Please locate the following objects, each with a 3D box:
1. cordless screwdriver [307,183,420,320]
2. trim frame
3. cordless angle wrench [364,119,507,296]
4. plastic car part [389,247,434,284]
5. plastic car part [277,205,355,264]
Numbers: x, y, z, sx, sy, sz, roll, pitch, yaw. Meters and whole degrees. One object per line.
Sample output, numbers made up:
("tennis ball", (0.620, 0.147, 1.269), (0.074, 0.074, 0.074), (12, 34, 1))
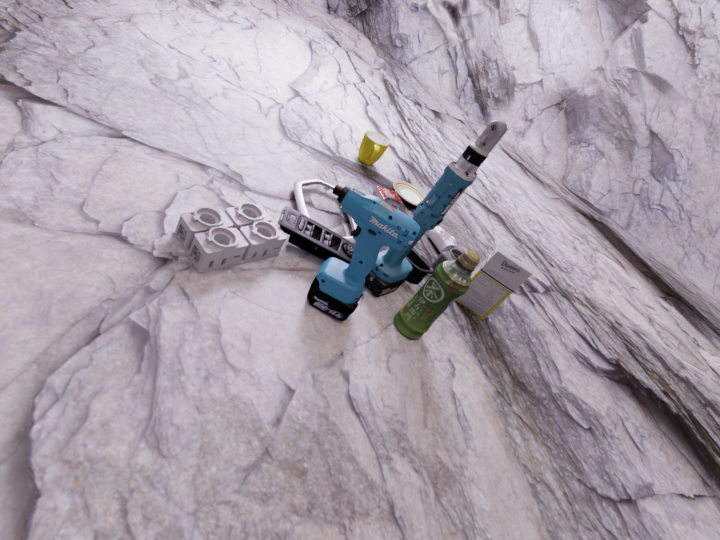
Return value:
("cordless screwdriver", (-0.025, -0.032, 0.770), (0.159, 0.249, 0.074), (34, 35, -2))
("trim frame", (-0.082, -0.152, 1.070), (0.176, 0.027, 0.260), (9, 40, -29))
("cordless angle wrench", (0.137, -0.112, 0.839), (0.094, 0.423, 0.077), (-12, 56, -47))
("plastic car part", (0.109, -0.012, 1.001), (0.063, 0.071, 0.121), (-12, 54, -46))
("plastic car part", (-0.089, -0.058, 0.913), (0.199, 0.067, 0.068), (25, 36, -10))
